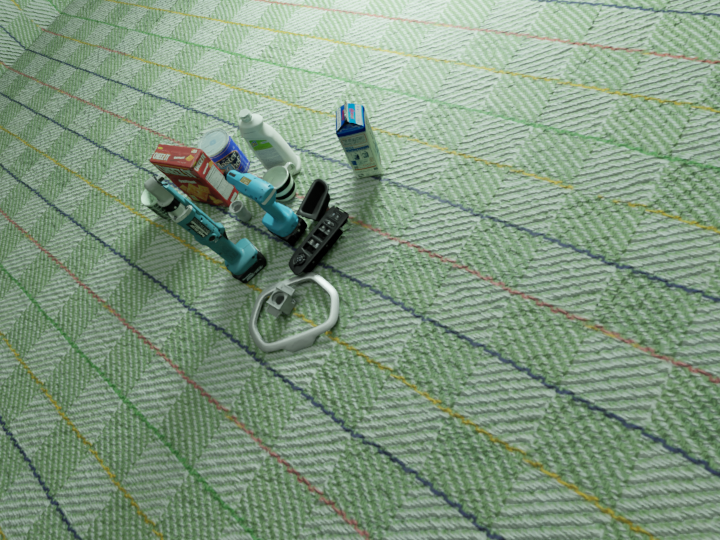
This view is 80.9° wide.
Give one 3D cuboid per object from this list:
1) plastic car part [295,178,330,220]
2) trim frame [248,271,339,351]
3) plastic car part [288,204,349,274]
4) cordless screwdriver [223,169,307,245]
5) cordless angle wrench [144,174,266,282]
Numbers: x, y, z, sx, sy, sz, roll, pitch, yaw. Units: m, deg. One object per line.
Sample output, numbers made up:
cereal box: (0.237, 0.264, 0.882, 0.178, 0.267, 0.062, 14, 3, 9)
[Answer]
plastic car part: (-0.113, -0.180, 1.141, 0.069, 0.067, 0.117, 18, 73, 25)
trim frame: (-0.168, 0.105, 1.048, 0.251, 0.026, 0.191, -22, 60, 9)
plastic car part: (-0.106, -0.070, 1.087, 0.070, 0.064, 0.202, 37, 82, 29)
cordless screwdriver: (-0.244, -0.166, 1.084, 0.167, 0.237, 0.074, 30, 78, 27)
cordless angle wrench: (-0.358, -0.091, 0.993, 0.098, 0.403, 0.078, -42, 62, -5)
